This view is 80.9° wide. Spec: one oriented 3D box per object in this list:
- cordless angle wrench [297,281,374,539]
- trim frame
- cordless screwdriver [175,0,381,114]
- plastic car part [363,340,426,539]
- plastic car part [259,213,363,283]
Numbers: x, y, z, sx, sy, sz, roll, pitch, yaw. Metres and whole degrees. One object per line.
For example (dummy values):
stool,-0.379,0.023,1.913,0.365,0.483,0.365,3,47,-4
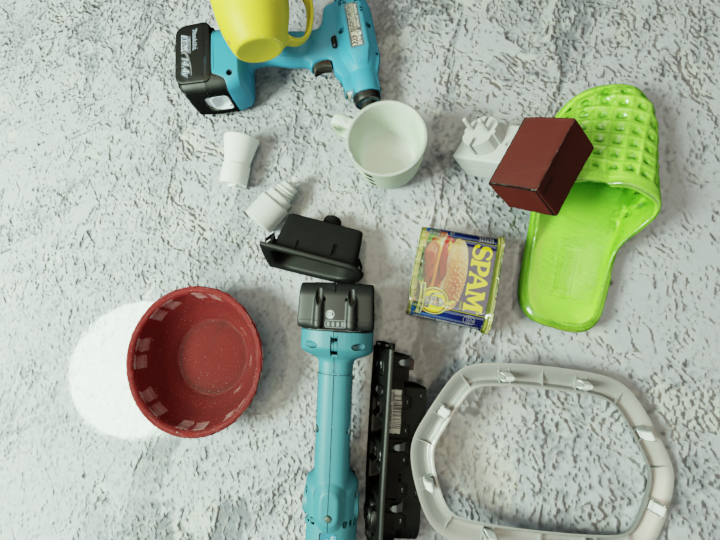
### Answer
cordless angle wrench,-0.028,0.225,0.419,0.075,0.096,0.426,1,83,5
trim frame,0.172,0.185,0.398,0.248,0.027,0.185,6,83,-1
cordless screwdriver,-0.100,-0.249,0.531,0.250,0.073,0.162,-10,78,5
plastic car part,0.036,0.179,0.432,0.065,0.067,0.204,11,79,-16
plastic car part,-0.048,-0.031,0.489,0.118,0.064,0.072,11,68,8
